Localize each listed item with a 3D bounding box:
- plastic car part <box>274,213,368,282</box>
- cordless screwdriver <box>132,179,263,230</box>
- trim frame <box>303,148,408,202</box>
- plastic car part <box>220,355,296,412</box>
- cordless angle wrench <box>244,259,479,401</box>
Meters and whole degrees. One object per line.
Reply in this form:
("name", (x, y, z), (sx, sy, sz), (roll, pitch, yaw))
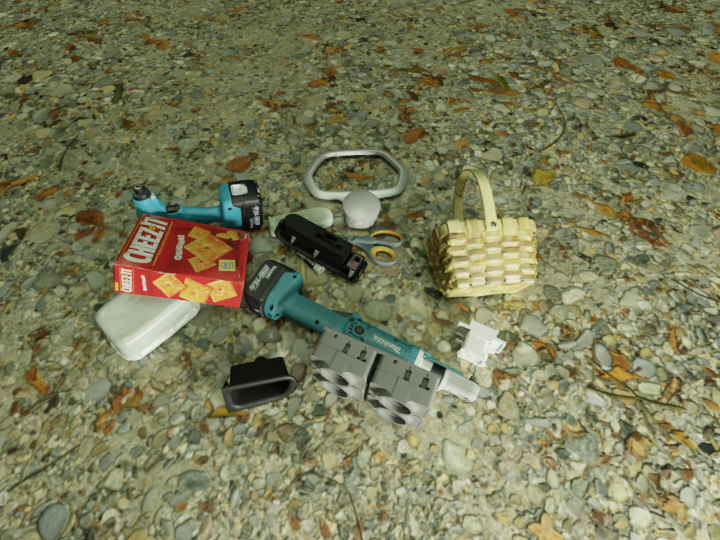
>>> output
("plastic car part", (-0.082, -0.054, 0.841), (0.208, 0.065, 0.066), (27, 59, 13))
("cordless screwdriver", (-0.328, -0.133, 0.867), (0.245, 0.155, 0.077), (-12, 56, -11))
("trim frame", (-0.012, -0.226, 1.003), (0.248, 0.027, 0.190), (-3, 53, -3))
("plastic car part", (-0.169, 0.177, 0.699), (0.115, 0.064, 0.074), (-13, 41, -13))
("cordless angle wrench", (-0.005, 0.112, 0.733), (0.436, 0.072, 0.098), (25, 58, 16))
